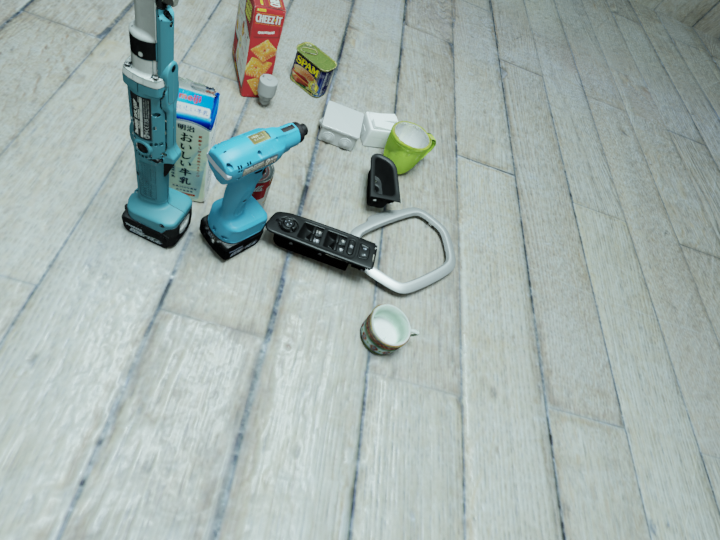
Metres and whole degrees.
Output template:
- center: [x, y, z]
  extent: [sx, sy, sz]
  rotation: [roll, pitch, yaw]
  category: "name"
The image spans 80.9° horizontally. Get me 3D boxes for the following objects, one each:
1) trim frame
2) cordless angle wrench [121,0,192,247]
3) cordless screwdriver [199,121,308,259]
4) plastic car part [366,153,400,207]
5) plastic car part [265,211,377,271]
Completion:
- center: [0.089, -0.049, 0.849]
  extent: [0.241, 0.027, 0.190]
  rotation: [-24, 69, -30]
  category: "trim frame"
- center: [-0.272, -0.176, 0.559]
  extent: [0.097, 0.423, 0.075]
  rotation: [28, 55, -7]
  category: "cordless angle wrench"
- center: [-0.172, -0.127, 0.671]
  extent: [0.156, 0.249, 0.076]
  rotation: [-36, 80, -35]
  category: "cordless screwdriver"
- center: [0.038, -0.178, 0.886]
  extent: [0.064, 0.071, 0.120]
  rotation: [10, 57, -17]
  category: "plastic car part"
- center: [-0.075, -0.049, 0.767]
  extent: [0.201, 0.067, 0.067]
  rotation: [23, 55, -5]
  category: "plastic car part"
